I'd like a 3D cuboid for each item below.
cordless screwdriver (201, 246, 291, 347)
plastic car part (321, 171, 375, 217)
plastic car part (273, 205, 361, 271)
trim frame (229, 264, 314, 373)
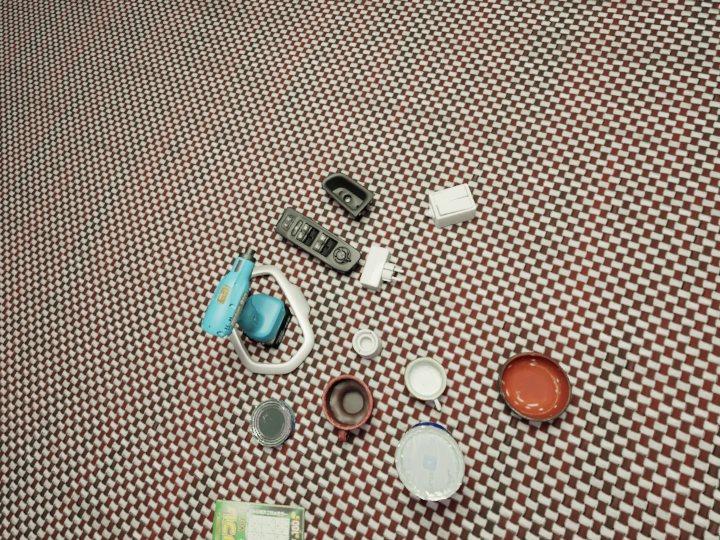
[{"bbox_3d":[-0.203,0.061,0.813,0.077,0.240,0.160,17,77,15],"label":"cordless screwdriver"},{"bbox_3d":[-0.027,-0.165,0.939,0.121,0.068,0.066,40,84,22],"label":"plastic car part"},{"bbox_3d":[-0.090,-0.059,0.921,0.211,0.064,0.066,31,81,21],"label":"plastic car part"},{"bbox_3d":[-0.201,0.104,0.914,0.184,0.026,0.258,-32,67,2],"label":"trim frame"}]
